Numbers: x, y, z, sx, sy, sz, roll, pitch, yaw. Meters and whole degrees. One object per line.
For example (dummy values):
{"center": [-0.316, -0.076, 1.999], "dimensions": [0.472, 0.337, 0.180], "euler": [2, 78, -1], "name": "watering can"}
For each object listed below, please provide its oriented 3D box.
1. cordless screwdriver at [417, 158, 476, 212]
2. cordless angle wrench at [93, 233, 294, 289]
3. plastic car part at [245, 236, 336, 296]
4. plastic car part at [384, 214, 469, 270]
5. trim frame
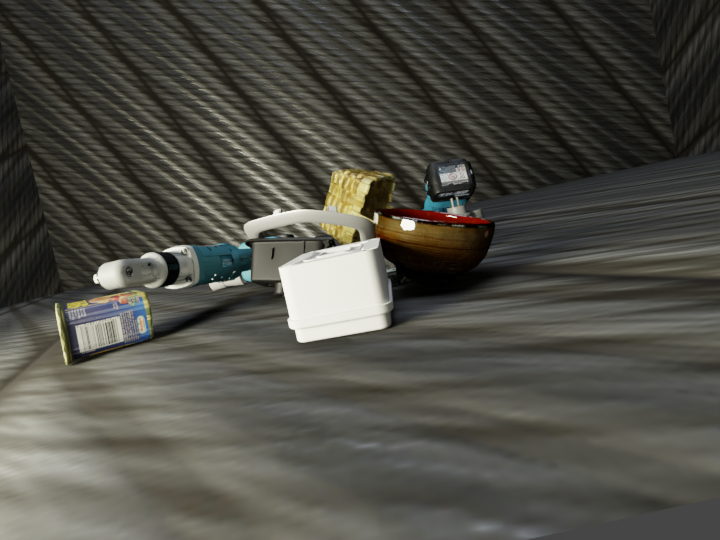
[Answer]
{"center": [0.203, -0.160, 0.976], "dimensions": [0.158, 0.076, 0.244], "euler": [-5, -18, -5], "name": "cordless screwdriver"}
{"center": [-0.197, -0.011, 0.604], "dimensions": [0.100, 0.074, 0.414], "euler": [-11, 2, 13], "name": "cordless angle wrench"}
{"center": [-0.089, -0.002, 0.537], "dimensions": [0.118, 0.072, 0.064], "euler": [-3, -20, 7], "name": "plastic car part"}
{"center": [0.088, -0.036, 0.560], "dimensions": [0.195, 0.067, 0.068], "euler": [-14, -2, -35], "name": "plastic car part"}
{"center": [-0.057, -0.037, 0.580], "dimensions": [0.186, 0.028, 0.242], "euler": [3, -17, 4], "name": "trim frame"}
